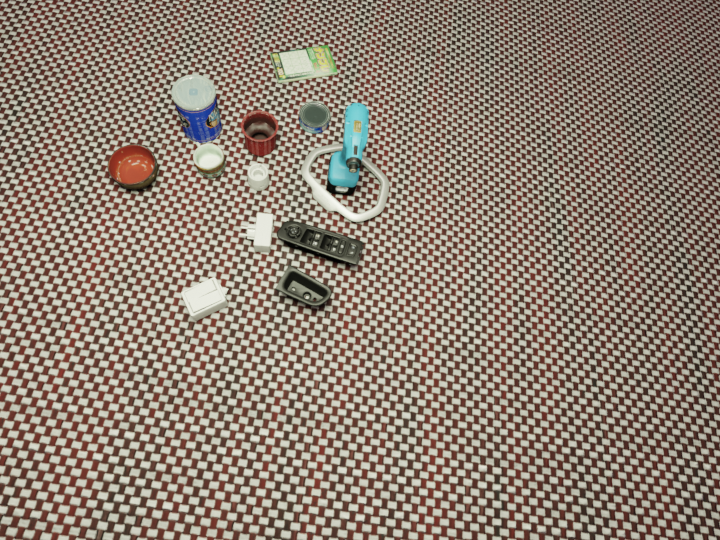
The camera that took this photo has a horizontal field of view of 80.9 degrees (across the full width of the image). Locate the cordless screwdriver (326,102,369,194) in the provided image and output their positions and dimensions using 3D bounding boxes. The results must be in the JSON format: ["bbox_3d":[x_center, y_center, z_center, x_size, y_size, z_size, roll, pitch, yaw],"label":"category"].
[{"bbox_3d":[-0.030,-0.250,0.986,0.073,0.247,0.162,7,71,-9],"label":"cordless screwdriver"}]

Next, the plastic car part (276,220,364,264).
[{"bbox_3d":[-0.098,-0.064,1.006,0.203,0.066,0.067,20,69,1],"label":"plastic car part"}]

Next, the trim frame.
[{"bbox_3d":[-0.039,-0.231,1.096,0.253,0.027,0.182,43,71,10],"label":"trim frame"}]

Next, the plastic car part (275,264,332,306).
[{"bbox_3d":[-0.127,0.048,0.958,0.117,0.070,0.066,28,69,3],"label":"plastic car part"}]
